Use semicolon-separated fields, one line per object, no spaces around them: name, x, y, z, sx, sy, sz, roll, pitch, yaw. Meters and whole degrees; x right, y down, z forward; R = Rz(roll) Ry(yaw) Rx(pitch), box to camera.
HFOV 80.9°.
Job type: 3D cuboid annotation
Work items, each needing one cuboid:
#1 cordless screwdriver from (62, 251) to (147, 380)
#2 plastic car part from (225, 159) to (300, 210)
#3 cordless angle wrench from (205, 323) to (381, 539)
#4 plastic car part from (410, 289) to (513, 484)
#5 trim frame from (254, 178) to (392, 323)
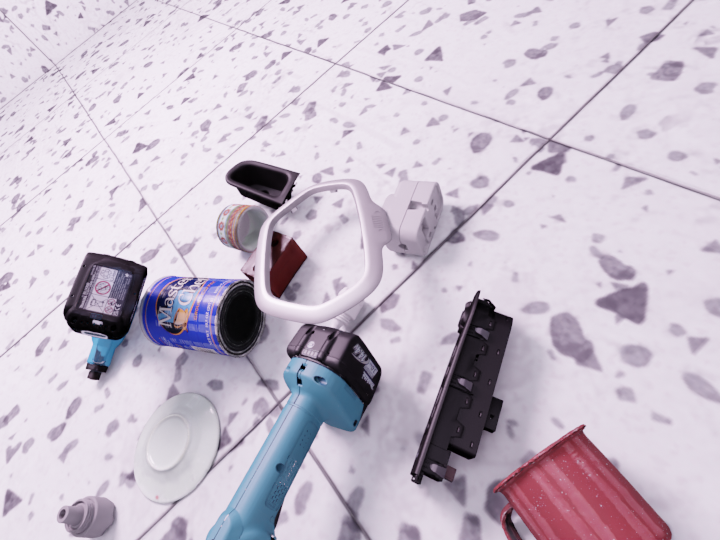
cordless screwdriver;-0.361;0.074;0.599;0.254;0.072;0.161;-27;50;60
plastic car part;-0.162;-0.137;0.712;0.121;0.068;0.066;19;66;18
cordless angle wrench;-0.108;0.242;0.368;0.078;0.093;0.423;4;51;37
plastic car part;0.106;0.112;0.417;0.070;0.063;0.204;12;64;20
trim frame;-0.053;-0.035;0.546;0.187;0.026;0.258;-20;44;12
